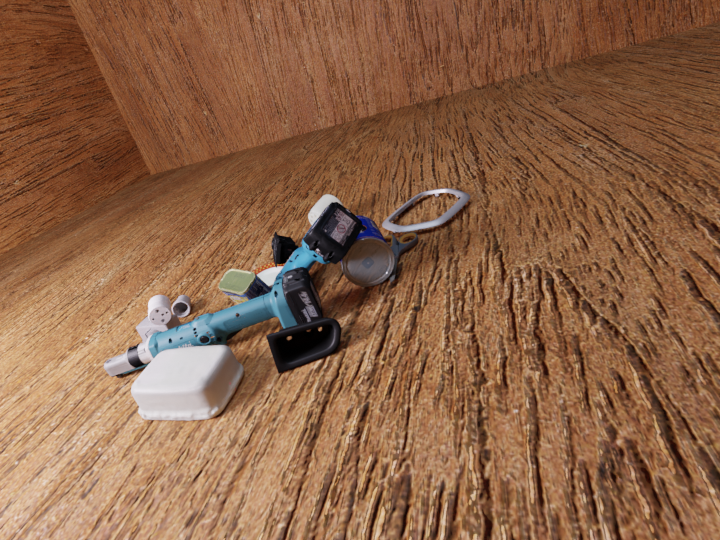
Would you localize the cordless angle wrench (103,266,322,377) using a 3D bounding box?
[{"bbox_3d":[-0.281,0.112,0.780,0.425,0.094,0.077,-20,28,5],"label":"cordless angle wrench"}]

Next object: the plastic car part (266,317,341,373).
[{"bbox_3d":[-0.091,0.111,0.699,0.115,0.065,0.073,-18,11,-7],"label":"plastic car part"}]

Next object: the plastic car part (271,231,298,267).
[{"bbox_3d":[-0.188,-0.059,1.034,0.065,0.065,0.210,-5,12,-17],"label":"plastic car part"}]

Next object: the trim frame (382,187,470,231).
[{"bbox_3d":[0.162,-0.151,1.055,0.194,0.026,0.245,8,39,40],"label":"trim frame"}]

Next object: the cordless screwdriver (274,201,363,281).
[{"bbox_3d":[-0.082,-0.054,0.843,0.253,0.073,0.159,-36,20,55],"label":"cordless screwdriver"}]
